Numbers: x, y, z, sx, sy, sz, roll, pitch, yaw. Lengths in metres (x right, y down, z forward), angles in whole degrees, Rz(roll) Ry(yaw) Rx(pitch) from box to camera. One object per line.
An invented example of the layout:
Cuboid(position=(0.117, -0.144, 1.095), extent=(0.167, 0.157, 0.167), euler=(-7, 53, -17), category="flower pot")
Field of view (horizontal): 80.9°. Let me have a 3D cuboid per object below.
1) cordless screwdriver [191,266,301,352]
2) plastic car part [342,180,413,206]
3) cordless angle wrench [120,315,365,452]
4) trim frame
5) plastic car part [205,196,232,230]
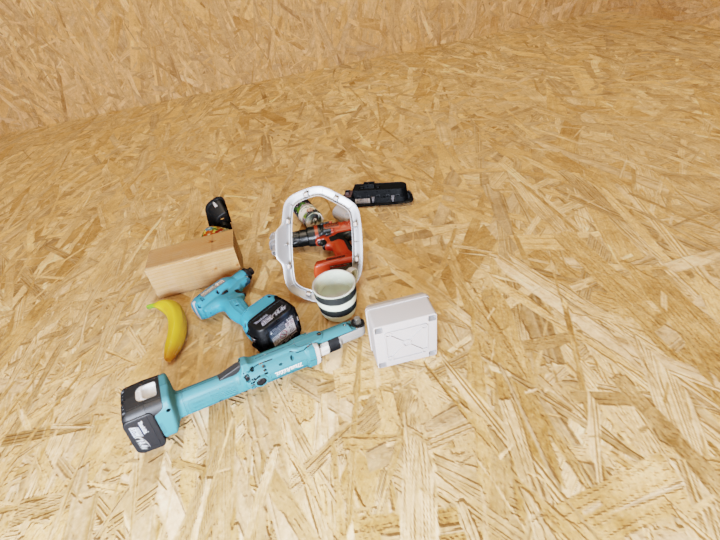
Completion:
Cuboid(position=(-0.222, 0.069, 0.874), extent=(0.263, 0.071, 0.157), euler=(18, 46, 38), category="cordless screwdriver")
Cuboid(position=(0.045, -0.216, 1.176), extent=(0.208, 0.065, 0.067), euler=(3, 32, 15), category="plastic car part")
Cuboid(position=(-0.179, 0.171, 0.726), extent=(0.415, 0.094, 0.078), euler=(-20, 37, -17), category="cordless angle wrench")
Cuboid(position=(-0.088, -0.057, 0.896), extent=(0.185, 0.249, 0.027), euler=(-1, -3, 1), category="trim frame")
Cuboid(position=(-0.382, -0.138, 1.161), extent=(0.065, 0.114, 0.074), euler=(-26, 64, -20), category="plastic car part")
